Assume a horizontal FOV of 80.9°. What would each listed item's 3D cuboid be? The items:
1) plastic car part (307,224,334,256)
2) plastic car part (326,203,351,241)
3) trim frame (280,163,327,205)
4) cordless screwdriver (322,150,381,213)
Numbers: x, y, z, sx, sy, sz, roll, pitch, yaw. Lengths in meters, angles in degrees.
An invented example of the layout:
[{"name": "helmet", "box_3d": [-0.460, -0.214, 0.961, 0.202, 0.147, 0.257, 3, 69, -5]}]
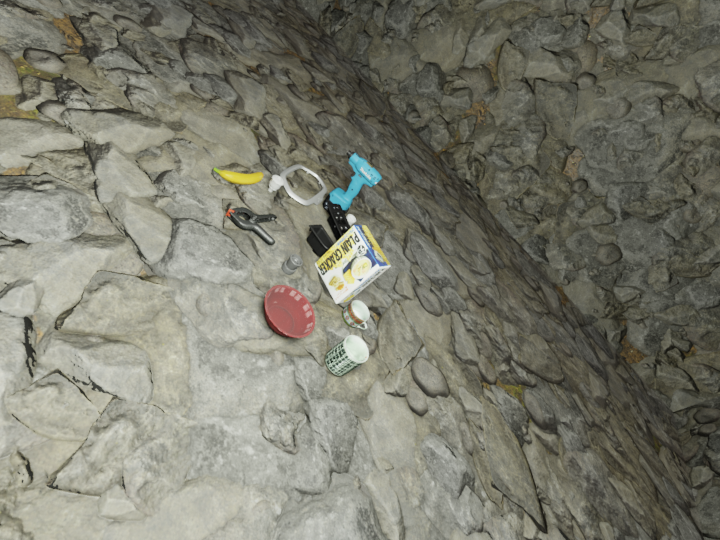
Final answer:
[{"name": "plastic car part", "box_3d": [-0.140, -0.091, 1.427, 0.063, 0.072, 0.120, -7, 59, -50]}, {"name": "plastic car part", "box_3d": [-0.076, -0.153, 1.565, 0.063, 0.068, 0.211, 2, 52, -47]}, {"name": "trim frame", "box_3d": [-0.218, -0.332, 1.645, 0.184, 0.028, 0.246, 43, 33, -2]}, {"name": "cordless screwdriver", "box_3d": [-0.053, -0.326, 1.610, 0.159, 0.252, 0.073, 47, 34, -1]}]
